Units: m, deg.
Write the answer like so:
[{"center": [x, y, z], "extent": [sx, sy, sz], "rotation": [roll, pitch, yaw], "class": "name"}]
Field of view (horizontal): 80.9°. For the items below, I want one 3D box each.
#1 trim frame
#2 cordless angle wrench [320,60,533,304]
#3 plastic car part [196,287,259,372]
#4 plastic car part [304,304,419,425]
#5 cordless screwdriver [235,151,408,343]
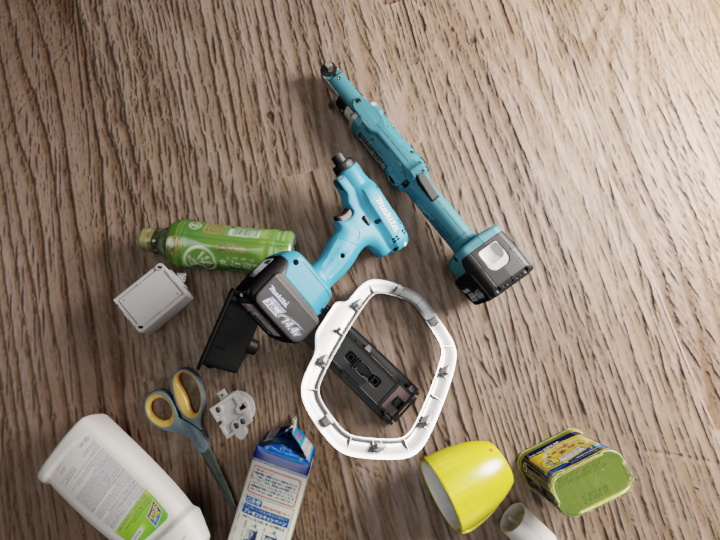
[{"center": [0.029, 0.115, 0.543], "extent": [0.186, 0.027, 0.248], "rotation": [32, 56, 5], "class": "trim frame"}, {"center": [0.067, -0.146, 0.614], "extent": [0.074, 0.096, 0.433], "rotation": [-35, 77, -5], "class": "cordless angle wrench"}, {"center": [-0.176, 0.091, 0.596], "extent": [0.069, 0.067, 0.117], "rotation": [20, 85, -12], "class": "plastic car part"}, {"center": [-0.012, 0.123, 0.581], "extent": [0.207, 0.065, 0.066], "rotation": [43, 91, 10], "class": "plastic car part"}, {"center": [-0.054, -0.035, 0.550], "extent": [0.246, 0.077, 0.155], "rotation": [-43, 106, -27], "class": "cordless screwdriver"}]
